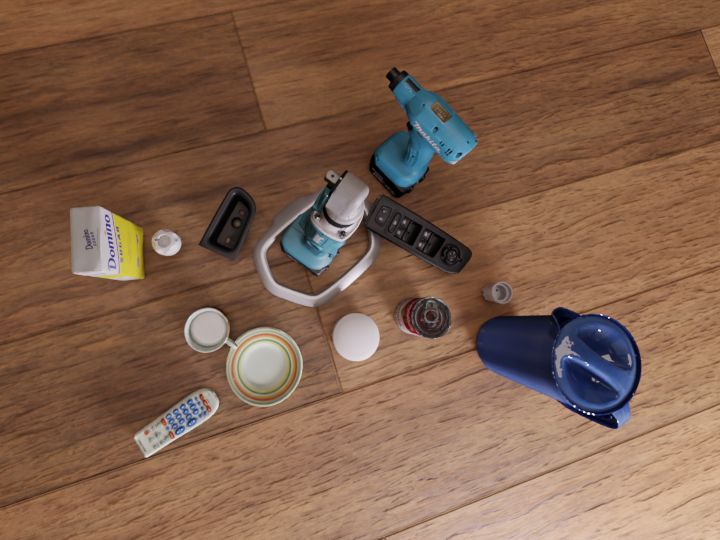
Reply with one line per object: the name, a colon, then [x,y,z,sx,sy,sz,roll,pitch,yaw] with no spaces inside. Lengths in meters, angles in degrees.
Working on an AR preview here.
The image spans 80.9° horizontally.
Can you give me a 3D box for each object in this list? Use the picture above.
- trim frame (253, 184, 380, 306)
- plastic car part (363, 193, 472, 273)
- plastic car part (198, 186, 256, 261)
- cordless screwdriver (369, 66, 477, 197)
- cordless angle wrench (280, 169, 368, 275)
trim frame: [-0.075,-0.049,0.766,0.247,0.027,0.184,-42,89,-10]
plastic car part: [0.101,-0.057,0.768,0.202,0.067,0.066,29,80,-3]
plastic car part: [-0.220,-0.079,0.731,0.065,0.071,0.117,25,81,-7]
cordless screwdriver: [0.074,-0.216,0.693,0.074,0.251,0.159,-42,93,-12]
cordless angle wrench: [-0.049,-0.056,0.569,0.097,0.427,0.074,37,80,-7]
